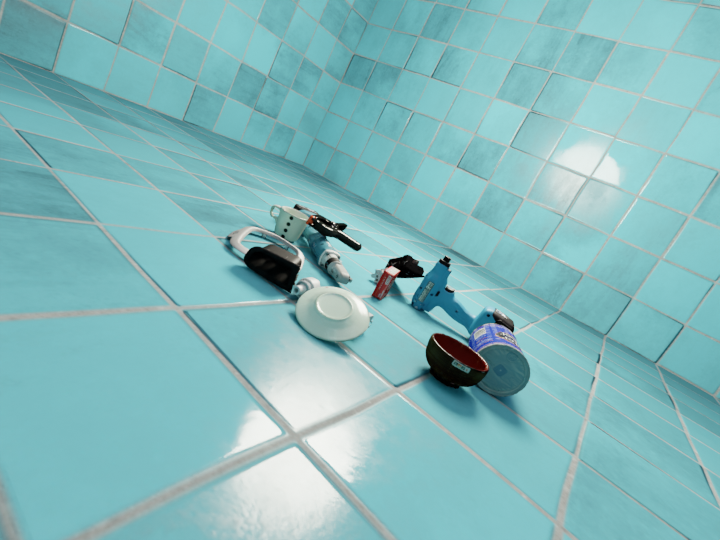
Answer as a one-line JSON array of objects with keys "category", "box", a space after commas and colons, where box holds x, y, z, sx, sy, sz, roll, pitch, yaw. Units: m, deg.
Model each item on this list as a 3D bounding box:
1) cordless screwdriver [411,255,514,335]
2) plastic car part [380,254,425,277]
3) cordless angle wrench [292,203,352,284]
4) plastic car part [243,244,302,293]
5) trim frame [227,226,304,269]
[{"category": "cordless screwdriver", "box": [0.272, 0.084, 1.082, 0.258, 0.159, 0.072, 33, 14, 19]}, {"category": "plastic car part", "box": [0.117, -0.011, 1.227, 0.064, 0.067, 0.207, 19, -12, -17]}, {"category": "cordless angle wrench", "box": [-0.114, -0.074, 1.165, 0.094, 0.074, 0.443, 19, 18, -28]}, {"category": "plastic car part", "box": [-0.164, -0.019, 0.840, 0.120, 0.065, 0.069, 29, 30, 15]}, {"category": "trim frame", "box": [-0.217, -0.052, 0.982, 0.182, 0.027, 0.253, 25, 15, -8]}]
